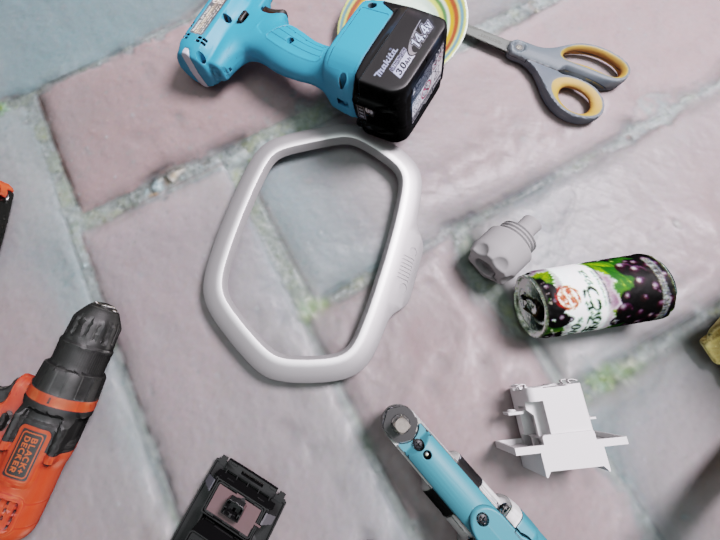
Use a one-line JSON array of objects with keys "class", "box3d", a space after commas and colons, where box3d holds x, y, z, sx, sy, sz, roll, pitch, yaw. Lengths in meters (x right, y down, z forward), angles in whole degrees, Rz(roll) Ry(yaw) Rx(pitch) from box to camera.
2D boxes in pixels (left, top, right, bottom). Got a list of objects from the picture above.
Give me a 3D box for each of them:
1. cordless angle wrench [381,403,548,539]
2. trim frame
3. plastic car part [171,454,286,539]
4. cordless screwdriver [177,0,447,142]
[{"class": "cordless angle wrench", "box3d": [0.165, 0.261, 0.271, 0.074, 0.095, 0.437, -41, 73, -9]}, {"class": "trim frame", "box3d": [-0.038, -0.025, 0.384, 0.187, 0.027, 0.250, 15, 74, 7]}, {"class": "plastic car part", "box3d": [-0.128, 0.249, 0.298, 0.066, 0.067, 0.203, 28, 80, -1]}, {"class": "cordless screwdriver", "box3d": [-0.042, -0.228, 0.406, 0.257, 0.072, 0.159, 23, 77, 18]}]
